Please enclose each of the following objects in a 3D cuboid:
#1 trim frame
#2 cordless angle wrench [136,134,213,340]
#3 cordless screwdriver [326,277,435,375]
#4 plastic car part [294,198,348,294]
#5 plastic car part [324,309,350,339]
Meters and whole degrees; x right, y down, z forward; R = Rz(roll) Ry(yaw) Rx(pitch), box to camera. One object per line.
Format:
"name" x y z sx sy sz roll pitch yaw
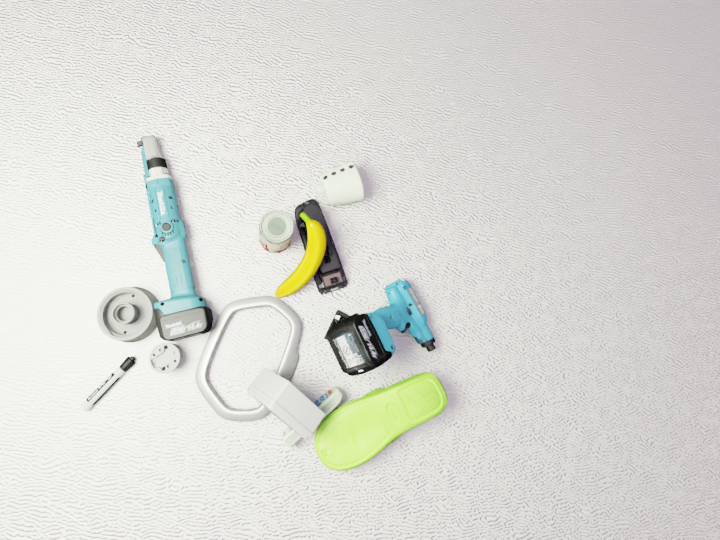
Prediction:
"trim frame" -0.216 0.169 0.834 0.183 0.027 0.250 20 75 -2
"cordless angle wrench" -0.382 -0.078 0.840 0.096 0.074 0.430 -13 79 -12
"cordless screwdriver" 0.056 0.122 0.802 0.241 0.076 0.160 -26 85 -51
"plastic car part" -0.086 -0.056 0.881 0.066 0.066 0.206 -19 80 -6
"plastic car part" -0.005 0.133 0.847 0.117 0.071 0.066 26 79 -1
